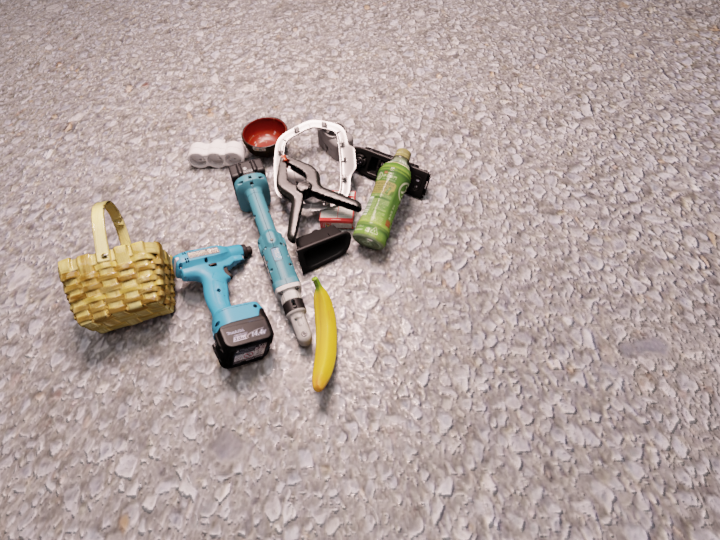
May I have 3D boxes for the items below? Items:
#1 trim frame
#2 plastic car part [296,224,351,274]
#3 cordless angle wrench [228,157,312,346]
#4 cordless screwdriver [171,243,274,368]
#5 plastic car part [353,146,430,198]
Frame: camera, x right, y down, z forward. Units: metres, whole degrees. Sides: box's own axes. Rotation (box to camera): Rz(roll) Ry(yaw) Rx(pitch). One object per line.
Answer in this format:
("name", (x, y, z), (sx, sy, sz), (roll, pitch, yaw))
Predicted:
("trim frame", (-0.103, -0.243, 0.948), (0.185, 0.027, 0.255), (-4, 64, 2))
("plastic car part", (-0.084, -0.055, 0.861), (0.114, 0.063, 0.075), (-27, 46, -17))
("cordless angle wrench", (-0.175, -0.047, 0.843), (0.073, 0.095, 0.441), (-17, 60, -14))
("cordless screwdriver", (-0.234, 0.047, 0.787), (0.154, 0.073, 0.261), (-16, 54, -33))
("plastic car part", (0.064, -0.238, 0.965), (0.210, 0.064, 0.066), (24, 47, 17))
